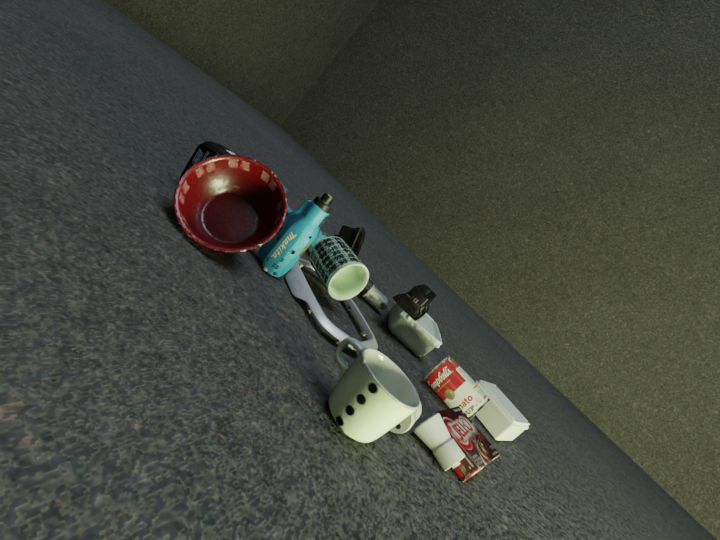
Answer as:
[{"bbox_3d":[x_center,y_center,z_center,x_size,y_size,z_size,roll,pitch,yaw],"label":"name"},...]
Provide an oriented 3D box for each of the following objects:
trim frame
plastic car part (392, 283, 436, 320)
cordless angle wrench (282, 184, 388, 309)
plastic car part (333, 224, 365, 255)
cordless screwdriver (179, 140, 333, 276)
[{"bbox_3d":[-0.055,0.057,0.750,0.174,0.028,0.262,33,16,-39],"label":"trim frame"},{"bbox_3d":[0.130,0.061,0.947,0.068,0.067,0.196,38,8,14],"label":"plastic car part"},{"bbox_3d":[-0.094,-0.061,0.960,0.422,0.075,0.098,43,12,-2],"label":"cordless angle wrench"},{"bbox_3d":[-0.039,-0.062,1.057,0.074,0.116,0.063,21,4,20],"label":"plastic car part"},{"bbox_3d":[-0.173,-0.126,0.708,0.255,0.159,0.072,42,12,12],"label":"cordless screwdriver"}]
